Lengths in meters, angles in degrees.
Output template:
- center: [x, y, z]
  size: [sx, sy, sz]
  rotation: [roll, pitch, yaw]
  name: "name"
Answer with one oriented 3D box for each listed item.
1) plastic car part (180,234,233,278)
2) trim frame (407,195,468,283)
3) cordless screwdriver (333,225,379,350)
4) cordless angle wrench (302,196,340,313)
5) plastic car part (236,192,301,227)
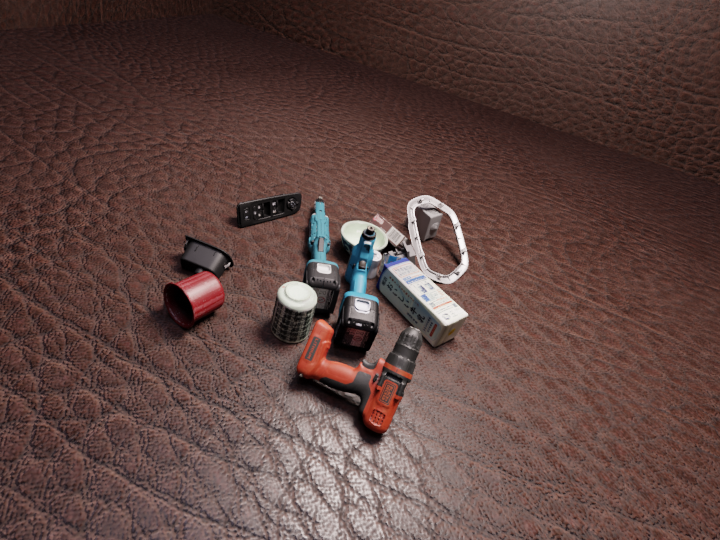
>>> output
- center: [-0.346, -0.018, 0.927]
  size: [0.118, 0.065, 0.071]
  rotation: [23, 53, 5]
  name: "plastic car part"
- center: [0.202, -0.086, 1.108]
  size: [0.177, 0.028, 0.254]
  rotation: [-1, 71, -25]
  name: "trim frame"
- center: [0.001, 0.030, 0.886]
  size: [0.074, 0.156, 0.255]
  rotation: [12, 40, -7]
  name: "cordless screwdriver"
- center: [-0.102, -0.067, 1.041]
  size: [0.073, 0.096, 0.437]
  rotation: [8, 34, -11]
  name: "cordless angle wrench"
- center: [-0.250, -0.171, 1.146]
  size: [0.196, 0.065, 0.071]
  rotation: [-18, 23, -33]
  name: "plastic car part"
